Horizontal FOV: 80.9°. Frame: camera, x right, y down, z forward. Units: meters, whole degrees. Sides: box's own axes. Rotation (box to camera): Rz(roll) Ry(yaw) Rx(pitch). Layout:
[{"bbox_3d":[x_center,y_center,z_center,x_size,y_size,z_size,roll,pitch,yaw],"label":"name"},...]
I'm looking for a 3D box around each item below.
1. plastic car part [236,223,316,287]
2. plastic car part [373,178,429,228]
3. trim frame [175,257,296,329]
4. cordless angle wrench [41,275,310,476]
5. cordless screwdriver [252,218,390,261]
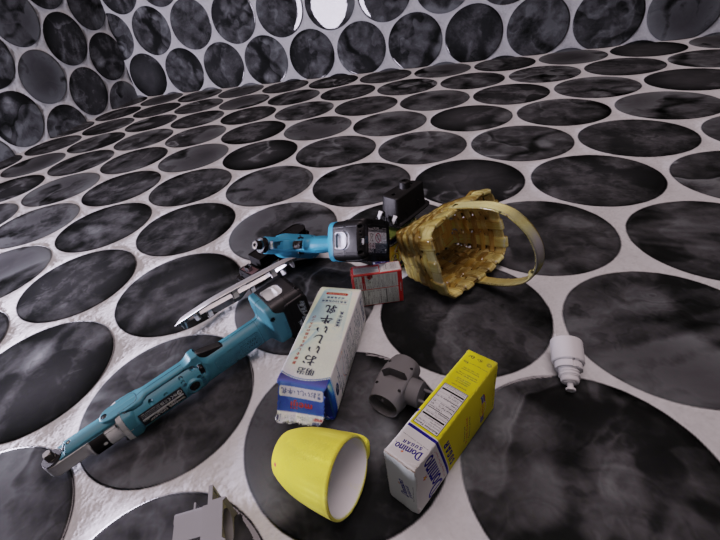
[{"bbox_3d":[-0.182,-0.044,0.922,0.070,0.065,0.199,14,39,41],"label":"plastic car part"},{"bbox_3d":[0.084,-0.142,0.831,0.070,0.068,0.114,24,51,38],"label":"plastic car part"},{"bbox_3d":[-0.212,0.038,0.750,0.243,0.027,0.188,-34,5,-34],"label":"trim frame"},{"bbox_3d":[-0.262,0.160,0.648,0.416,0.094,0.079,-35,42,-23],"label":"cordless angle wrench"},{"bbox_3d":[-0.078,-0.051,0.795,0.261,0.074,0.151,-1,0,45],"label":"cordless screwdriver"}]
